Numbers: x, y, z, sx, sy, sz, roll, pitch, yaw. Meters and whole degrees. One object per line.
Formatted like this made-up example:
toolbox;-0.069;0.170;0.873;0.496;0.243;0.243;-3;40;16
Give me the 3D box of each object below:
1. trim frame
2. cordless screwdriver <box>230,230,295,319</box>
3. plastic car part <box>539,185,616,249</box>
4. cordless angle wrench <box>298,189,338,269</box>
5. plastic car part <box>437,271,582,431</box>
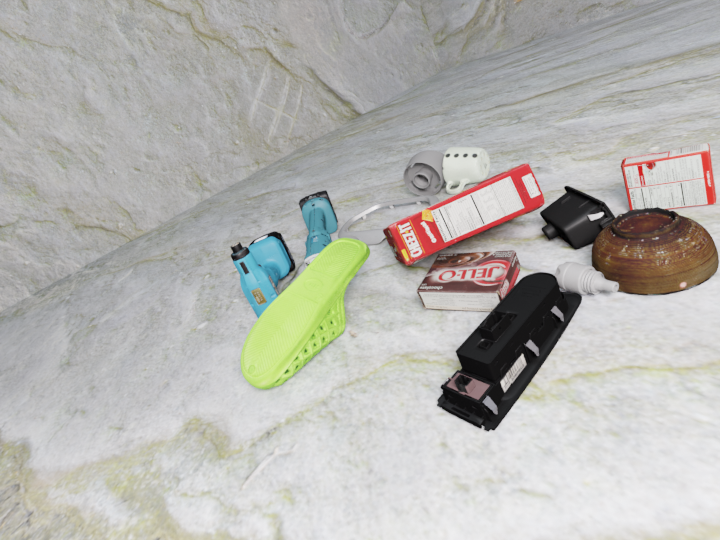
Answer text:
trim frame;0.060;-0.111;0.921;0.261;0.026;0.182;0;34;41
cordless screwdriver;-0.189;-0.015;0.814;0.075;0.154;0.255;-24;22;3
plastic car part;0.291;-0.067;0.583;0.071;0.064;0.119;-36;18;12
cordless angle wrench;-0.086;-0.056;0.883;0.075;0.094;0.435;-20;28;5
plastic car part;0.156;0.066;0.443;0.199;0.065;0.069;-36;18;-27
